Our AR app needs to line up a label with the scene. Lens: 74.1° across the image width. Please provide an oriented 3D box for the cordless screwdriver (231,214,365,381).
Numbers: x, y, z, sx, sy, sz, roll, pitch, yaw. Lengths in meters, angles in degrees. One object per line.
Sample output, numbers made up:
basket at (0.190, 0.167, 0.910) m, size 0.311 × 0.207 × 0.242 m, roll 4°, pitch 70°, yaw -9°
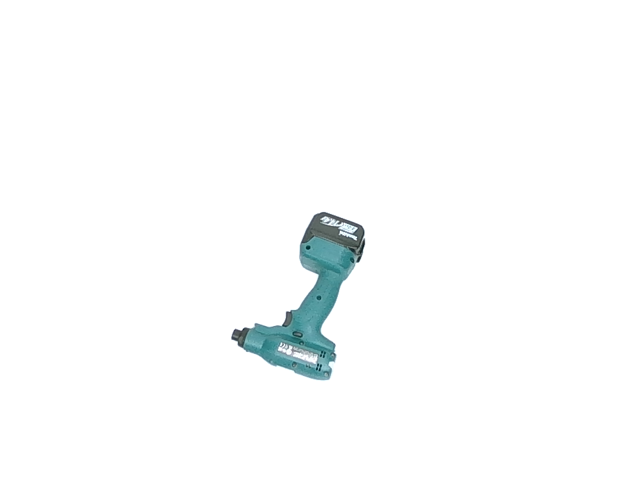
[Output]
cordless screwdriver at (-0.027, 0.079, 0.670) m, size 0.159 × 0.248 × 0.074 m, roll 16°, pitch -22°, yaw 7°
